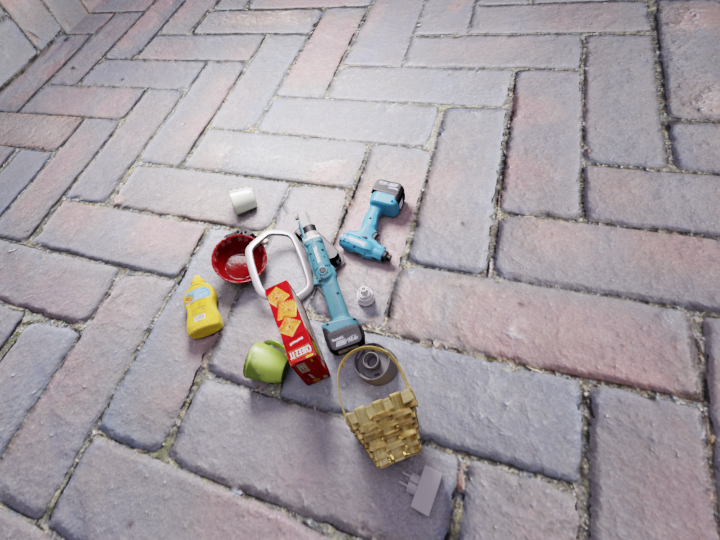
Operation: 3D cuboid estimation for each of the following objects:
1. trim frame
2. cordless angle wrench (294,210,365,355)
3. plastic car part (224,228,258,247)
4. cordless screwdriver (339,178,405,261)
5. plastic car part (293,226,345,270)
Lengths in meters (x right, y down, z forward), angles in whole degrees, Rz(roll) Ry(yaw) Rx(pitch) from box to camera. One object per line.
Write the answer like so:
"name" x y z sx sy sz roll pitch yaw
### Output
"trim frame" -0.230 -0.014 1.221 0.180 0.027 0.258 -16 63 -16
"cordless angle wrench" -0.098 0.011 1.140 0.098 0.071 0.439 -21 64 0
"plastic car part" -0.374 -0.097 1.310 0.117 0.068 0.069 -22 58 0
"cordless screwdriver" 0.062 -0.143 1.242 0.166 0.071 0.249 22 69 23
"plastic car part" -0.122 -0.080 1.251 0.065 0.065 0.213 -35 60 -20
